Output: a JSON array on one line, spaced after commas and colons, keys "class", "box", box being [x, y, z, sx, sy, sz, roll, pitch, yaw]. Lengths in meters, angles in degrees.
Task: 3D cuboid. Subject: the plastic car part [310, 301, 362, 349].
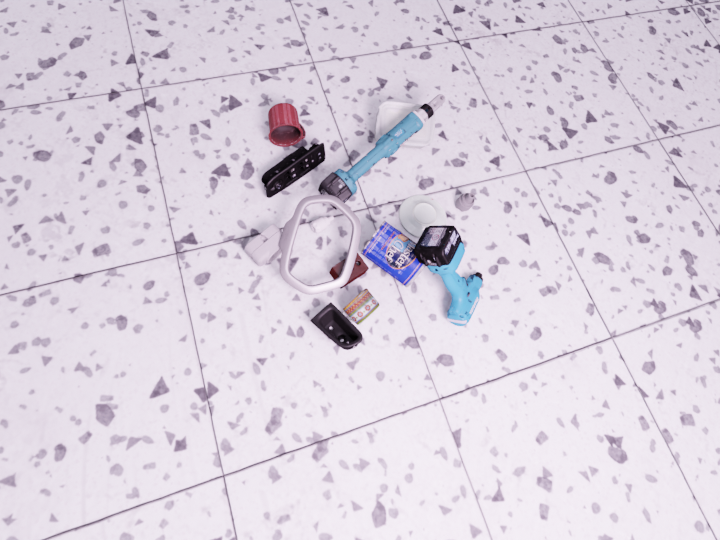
[{"class": "plastic car part", "box": [-0.049, 0.142, 0.965, 0.065, 0.068, 0.122, -40, 65, -19]}]

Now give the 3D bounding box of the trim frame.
[{"class": "trim frame", "box": [-0.098, -0.064, 0.998, 0.183, 0.027, 0.250, 14, 77, -2]}]

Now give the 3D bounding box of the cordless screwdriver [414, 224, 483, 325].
[{"class": "cordless screwdriver", "box": [0.224, -0.005, 0.996, 0.158, 0.078, 0.237, -53, 127, -32]}]

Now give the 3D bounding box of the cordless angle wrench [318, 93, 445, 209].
[{"class": "cordless angle wrench", "box": [0.070, -0.326, 1.102, 0.421, 0.098, 0.074, -43, 92, -9]}]

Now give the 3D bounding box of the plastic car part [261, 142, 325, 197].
[{"class": "plastic car part", "box": [-0.182, -0.271, 1.108, 0.069, 0.065, 0.201, 39, 69, 15]}]
